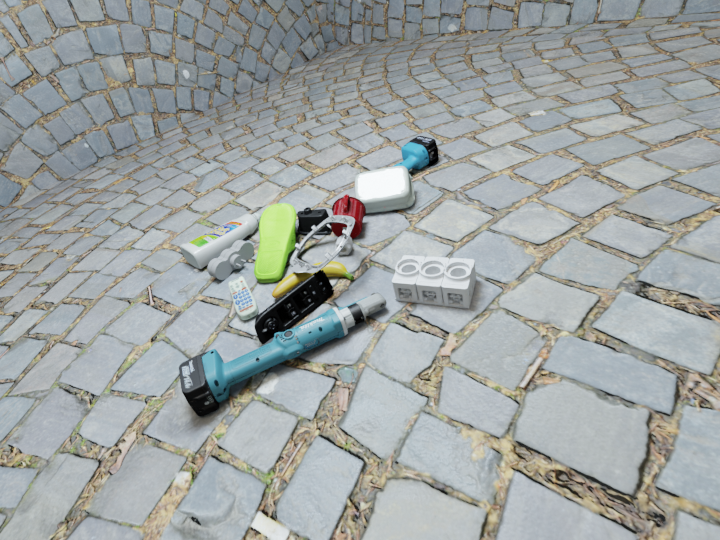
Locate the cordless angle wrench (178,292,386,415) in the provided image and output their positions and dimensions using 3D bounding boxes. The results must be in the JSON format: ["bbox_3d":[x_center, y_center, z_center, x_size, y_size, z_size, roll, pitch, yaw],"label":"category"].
[{"bbox_3d":[-0.137,0.143,0.831,0.418,0.071,0.103,-24,37,-11],"label":"cordless angle wrench"}]

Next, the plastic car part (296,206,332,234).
[{"bbox_3d":[-0.135,-0.145,1.195,0.121,0.068,0.066,3,38,21],"label":"plastic car part"}]

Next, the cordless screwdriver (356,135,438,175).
[{"bbox_3d":[0.116,-0.333,1.329,0.246,0.071,0.169,-39,41,-20],"label":"cordless screwdriver"}]

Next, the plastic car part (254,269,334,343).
[{"bbox_3d":[-0.156,0.076,0.928,0.200,0.064,0.071,-41,32,-28],"label":"plastic car part"}]

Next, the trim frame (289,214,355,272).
[{"bbox_3d":[-0.100,-0.065,1.018,0.184,0.026,0.260,-52,27,-9],"label":"trim frame"}]
